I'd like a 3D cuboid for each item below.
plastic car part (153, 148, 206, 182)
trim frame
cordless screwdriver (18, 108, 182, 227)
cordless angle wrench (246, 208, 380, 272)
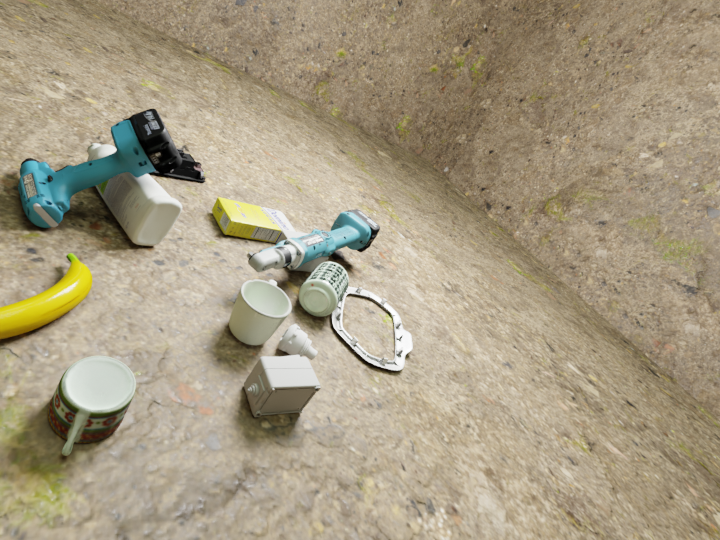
[{"bbox_3d":[-0.448,-0.252,0.974,0.193,0.067,0.069,-3,50,-48],"label":"plastic car part"},{"bbox_3d":[0.025,0.110,0.883,0.182,0.027,0.252,29,23,-8],"label":"trim frame"},{"bbox_3d":[-0.435,-0.183,0.698,0.246,0.071,0.167,-33,57,-14],"label":"cordless screwdriver"},{"bbox_3d":[-0.088,-0.057,0.895,0.101,0.074,0.411,39,28,13],"label":"cordless angle wrench"}]
